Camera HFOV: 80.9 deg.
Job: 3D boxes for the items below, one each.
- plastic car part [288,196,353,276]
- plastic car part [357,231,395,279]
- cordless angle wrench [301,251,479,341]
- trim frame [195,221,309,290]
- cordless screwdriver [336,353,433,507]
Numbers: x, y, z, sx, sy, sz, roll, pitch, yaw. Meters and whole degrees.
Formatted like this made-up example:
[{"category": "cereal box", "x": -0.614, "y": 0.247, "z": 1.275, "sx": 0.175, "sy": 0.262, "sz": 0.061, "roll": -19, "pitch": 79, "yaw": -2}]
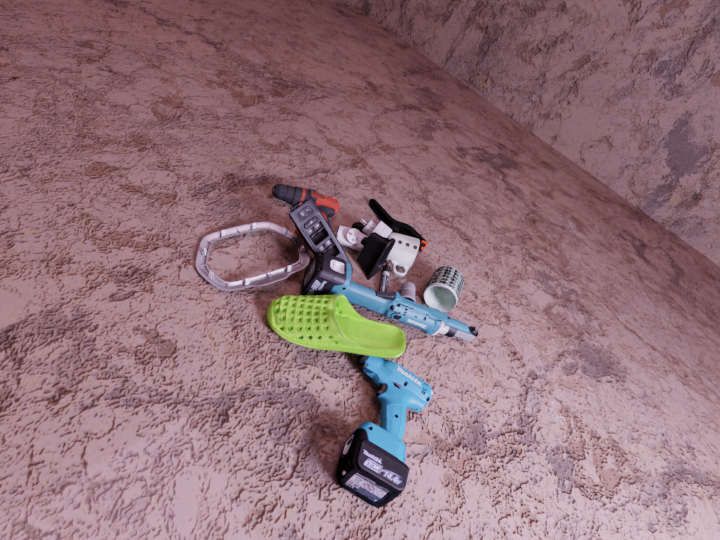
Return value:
[{"category": "plastic car part", "x": -0.092, "y": -0.060, "z": 0.943, "sx": 0.065, "sy": 0.069, "sz": 0.199, "roll": -41, "pitch": 104, "yaw": -29}, {"category": "plastic car part", "x": 0.031, "y": -0.048, "z": 1.011, "sx": 0.073, "sy": 0.115, "sz": 0.064, "roll": 34, "pitch": 38, "yaw": 15}, {"category": "cordless angle wrench", "x": 0.078, "y": 0.080, "z": 0.928, "sx": 0.411, "sy": 0.098, "sz": 0.076, "roll": 22, "pitch": 40, "yaw": -15}, {"category": "trim frame", "x": -0.225, "y": -0.036, "z": 0.895, "sx": 0.240, "sy": 0.027, "sz": 0.193, "roll": -17, "pitch": 53, "yaw": -33}, {"category": "cordless screwdriver", "x": 0.027, "y": 0.248, "z": 0.724, "sx": 0.161, "sy": 0.074, "sz": 0.247, "roll": 31, "pitch": 35, "yaw": 4}]
